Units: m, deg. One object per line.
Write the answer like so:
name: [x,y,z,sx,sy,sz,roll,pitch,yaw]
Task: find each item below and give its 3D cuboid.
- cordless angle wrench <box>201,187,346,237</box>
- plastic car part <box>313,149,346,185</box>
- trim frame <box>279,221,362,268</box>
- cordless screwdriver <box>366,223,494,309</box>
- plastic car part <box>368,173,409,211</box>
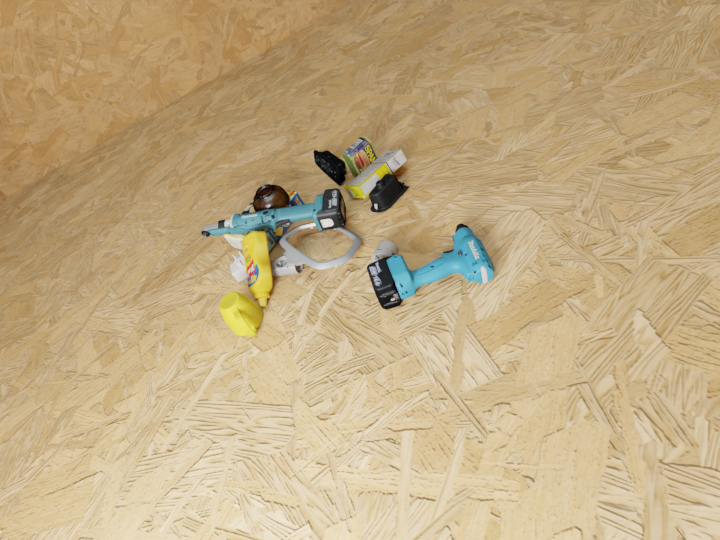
cordless angle wrench: [-0.254,-0.143,1.182,0.432,0.071,0.100,-7,51,15]
plastic car part: [-0.095,-0.348,1.371,0.066,0.063,0.215,-31,41,-15]
trim frame: [-0.109,-0.071,1.113,0.180,0.026,0.263,-31,41,-25]
cordless screwdriver: [0.141,-0.016,0.916,0.252,0.071,0.165,-17,43,10]
plastic car part: [0.067,-0.219,1.149,0.070,0.067,0.116,22,60,44]
